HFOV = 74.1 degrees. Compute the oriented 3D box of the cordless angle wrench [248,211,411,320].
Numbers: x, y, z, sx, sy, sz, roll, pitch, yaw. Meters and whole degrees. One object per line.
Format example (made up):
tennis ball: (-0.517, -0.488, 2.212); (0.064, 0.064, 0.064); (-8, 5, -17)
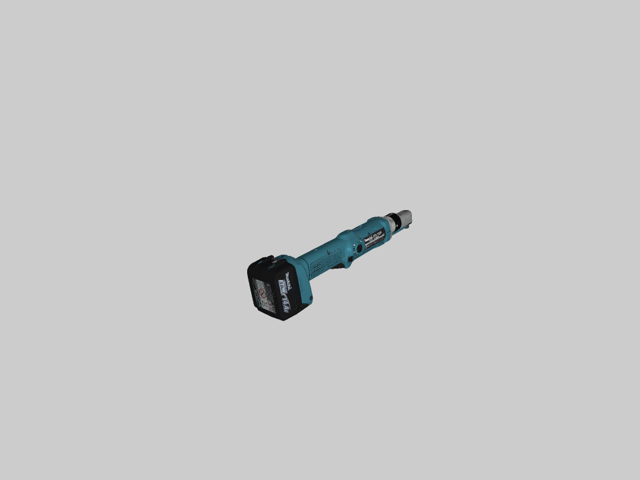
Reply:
cordless angle wrench: (0.053, 0.014, 0.808); (0.074, 0.098, 0.421); (12, 28, 43)
